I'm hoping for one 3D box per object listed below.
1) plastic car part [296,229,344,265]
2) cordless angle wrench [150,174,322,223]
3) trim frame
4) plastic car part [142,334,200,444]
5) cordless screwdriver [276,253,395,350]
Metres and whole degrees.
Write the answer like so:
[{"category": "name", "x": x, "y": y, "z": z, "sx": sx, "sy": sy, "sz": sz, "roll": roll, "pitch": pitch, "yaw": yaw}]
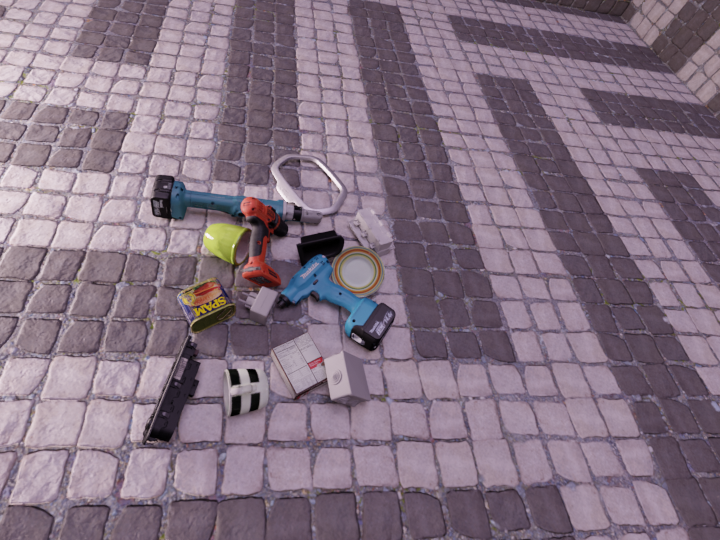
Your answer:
[{"category": "plastic car part", "x": -0.103, "y": -0.067, "z": 1.054, "sx": 0.115, "sy": 0.063, "sz": 0.074, "roll": -17, "pitch": 37, "yaw": -7}, {"category": "cordless angle wrench", "x": -0.302, "y": -0.161, "z": 1.072, "sx": 0.414, "sy": 0.097, "sz": 0.076, "roll": 6, "pitch": 58, "yaw": -13}, {"category": "trim frame", "x": -0.147, "y": -0.249, "z": 1.205, "sx": 0.179, "sy": 0.027, "sz": 0.258, "roll": -27, "pitch": 66, "yaw": -29}, {"category": "plastic car part", "x": -0.350, "y": 0.230, "z": 0.799, "sx": 0.064, "sy": 0.068, "sz": 0.206, "roll": 34, "pitch": 48, "yaw": -23}, {"category": "cordless screwdriver", "x": -0.057, "y": 0.085, "z": 0.955, "sx": 0.258, "sy": 0.072, "sz": 0.158, "roll": 36, "pitch": 64, "yaw": 18}]
